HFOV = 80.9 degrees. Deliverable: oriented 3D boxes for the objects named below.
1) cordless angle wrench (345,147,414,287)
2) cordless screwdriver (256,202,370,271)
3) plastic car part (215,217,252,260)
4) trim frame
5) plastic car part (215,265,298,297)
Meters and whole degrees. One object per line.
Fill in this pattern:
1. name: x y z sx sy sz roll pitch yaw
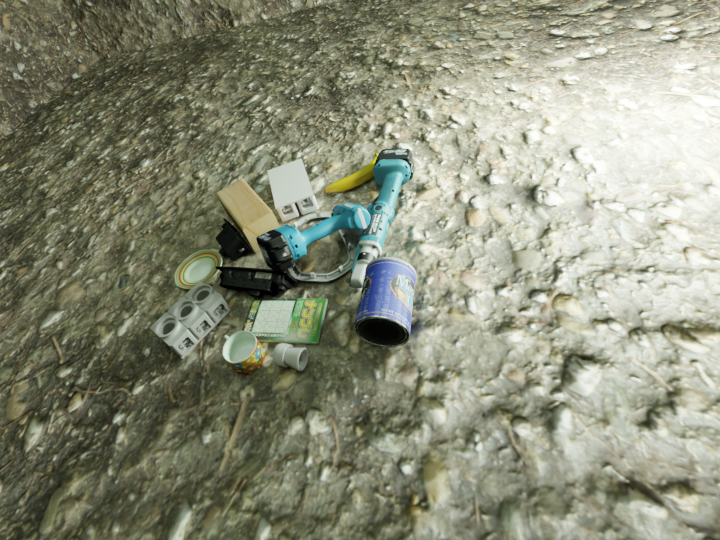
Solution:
1. cordless angle wrench: 0.046 -0.133 1.013 0.101 0.071 0.428 3 52 21
2. cordless screwdriver: -0.114 -0.091 0.976 0.245 0.072 0.166 -26 22 -14
3. plastic car part: -0.340 -0.071 1.104 0.071 0.062 0.123 -41 51 0
4. trim frame: -0.101 -0.066 1.029 0.184 0.026 0.260 -20 44 -2
5. plastic car part: -0.250 0.026 0.982 0.211 0.063 0.067 9 78 25
